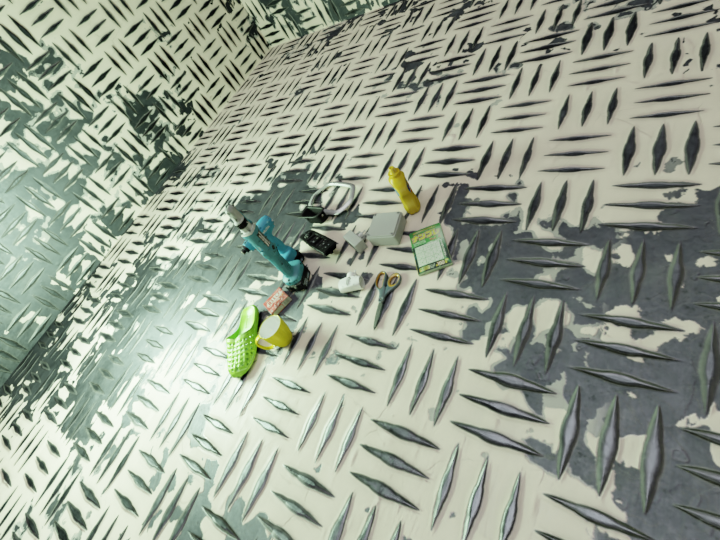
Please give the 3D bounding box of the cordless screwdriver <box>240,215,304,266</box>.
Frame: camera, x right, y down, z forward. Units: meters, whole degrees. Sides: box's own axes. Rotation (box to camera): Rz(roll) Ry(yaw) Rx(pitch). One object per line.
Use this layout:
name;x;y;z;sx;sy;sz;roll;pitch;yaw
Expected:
cordless screwdriver;-0.325;-0.069;1.557;0.078;0.235;0.159;17;66;44

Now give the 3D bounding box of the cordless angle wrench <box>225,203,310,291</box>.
cordless angle wrench;-0.314;-0.074;1.431;0.077;0.400;0.100;-13;47;27

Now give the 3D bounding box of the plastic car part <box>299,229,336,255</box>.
plastic car part;-0.156;-0.102;1.591;0.066;0.063;0.215;-48;43;-9

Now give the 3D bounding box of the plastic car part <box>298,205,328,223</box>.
plastic car part;-0.180;-0.216;1.702;0.123;0.067;0.066;11;62;41

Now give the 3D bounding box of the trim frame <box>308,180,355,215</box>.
trim frame;-0.120;-0.298;1.758;0.263;0.026;0.184;18;67;43
